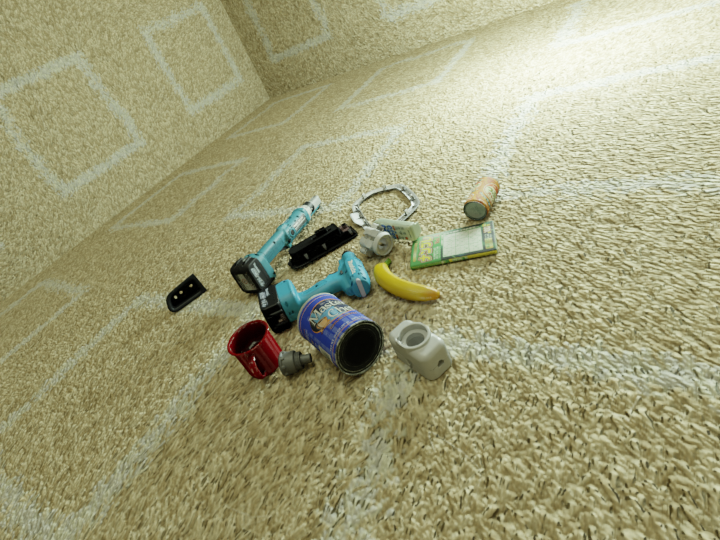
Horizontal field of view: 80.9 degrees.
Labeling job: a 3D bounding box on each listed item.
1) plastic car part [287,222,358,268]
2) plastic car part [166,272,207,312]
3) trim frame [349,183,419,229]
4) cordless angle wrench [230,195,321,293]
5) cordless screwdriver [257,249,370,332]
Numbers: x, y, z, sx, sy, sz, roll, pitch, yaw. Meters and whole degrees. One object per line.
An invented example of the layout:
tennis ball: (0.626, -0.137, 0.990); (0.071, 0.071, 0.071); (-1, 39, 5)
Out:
plastic car part: (-0.110, -0.072, 1.126); (0.202, 0.064, 0.070); (-34, 39, -4)
plastic car part: (-0.522, 0.065, 1.248); (0.116, 0.064, 0.073); (-39, 18, -12)
trim frame: (0.060, -0.180, 1.175); (0.185, 0.026, 0.259); (-27, 34, 3)
cordless angle wrench: (-0.216, -0.103, 1.222); (0.077, 0.094, 0.423); (-9, 34, 33)
cordless screwdriver: (-0.108, 0.036, 0.965); (0.249, 0.071, 0.166); (-23, 32, 2)
